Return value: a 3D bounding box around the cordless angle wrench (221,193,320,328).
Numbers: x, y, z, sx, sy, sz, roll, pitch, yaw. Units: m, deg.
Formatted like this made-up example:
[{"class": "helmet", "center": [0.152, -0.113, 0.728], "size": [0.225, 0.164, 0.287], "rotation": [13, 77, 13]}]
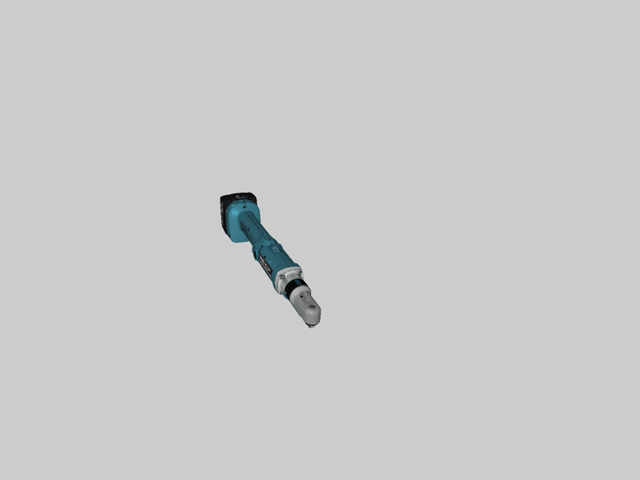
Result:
[{"class": "cordless angle wrench", "center": [-0.101, 0.024, 0.818], "size": [0.074, 0.098, 0.422], "rotation": [-11, 32, -25]}]
